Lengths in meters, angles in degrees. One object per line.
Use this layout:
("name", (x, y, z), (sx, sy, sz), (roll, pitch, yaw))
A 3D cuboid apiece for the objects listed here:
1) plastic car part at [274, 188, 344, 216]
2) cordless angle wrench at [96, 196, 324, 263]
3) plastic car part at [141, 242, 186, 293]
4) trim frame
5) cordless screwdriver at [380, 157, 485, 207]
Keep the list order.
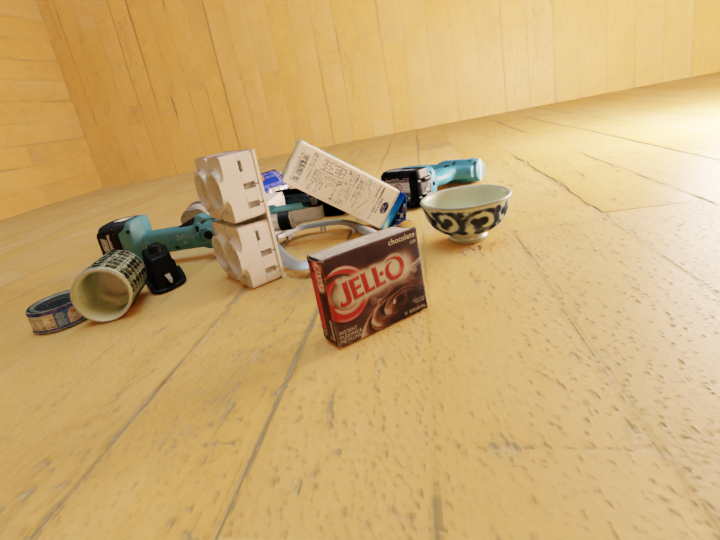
("plastic car part", (-0.102, -0.147, 0.925), (0.210, 0.064, 0.067), (-2, 31, 23))
("cordless angle wrench", (-0.273, -0.075, 0.781), (0.430, 0.095, 0.075), (-8, 19, 11))
("plastic car part", (-0.331, -0.012, 0.698), (0.064, 0.069, 0.122), (-23, 20, -26))
("trim frame", (-0.068, -0.045, 0.700), (0.180, 0.027, 0.260), (-18, 24, -17))
("cordless screwdriver", (0.136, -0.198, 0.915), (0.241, 0.073, 0.168), (-25, 24, -40))
